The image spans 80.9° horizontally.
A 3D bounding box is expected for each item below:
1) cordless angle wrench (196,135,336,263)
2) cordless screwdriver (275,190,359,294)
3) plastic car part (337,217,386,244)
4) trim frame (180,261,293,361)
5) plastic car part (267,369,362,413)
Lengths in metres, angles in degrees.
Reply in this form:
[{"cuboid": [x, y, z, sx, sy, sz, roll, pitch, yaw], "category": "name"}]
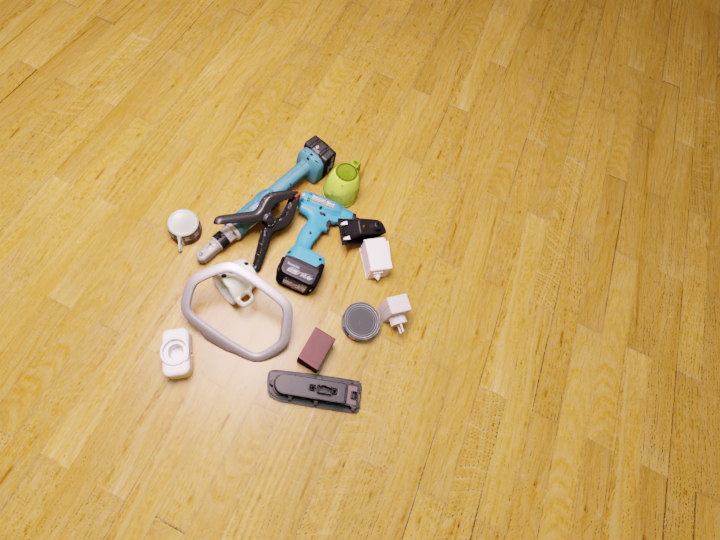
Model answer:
[{"cuboid": [-0.230, -0.166, 1.025, 0.076, 0.097, 0.420, 42, 71, 7], "category": "cordless angle wrench"}, {"cuboid": [-0.098, -0.064, 1.005, 0.157, 0.074, 0.252, 20, 61, -8], "category": "cordless screwdriver"}, {"cuboid": [0.013, -0.099, 1.007, 0.111, 0.073, 0.067, -4, 81, -38], "category": "plastic car part"}, {"cuboid": [-0.256, 0.090, 0.885, 0.243, 0.028, 0.184, 36, 99, -11], "category": "trim frame"}, {"cuboid": [-0.096, 0.248, 0.875, 0.203, 0.066, 0.067, 9, 74, -1], "category": "plastic car part"}]
